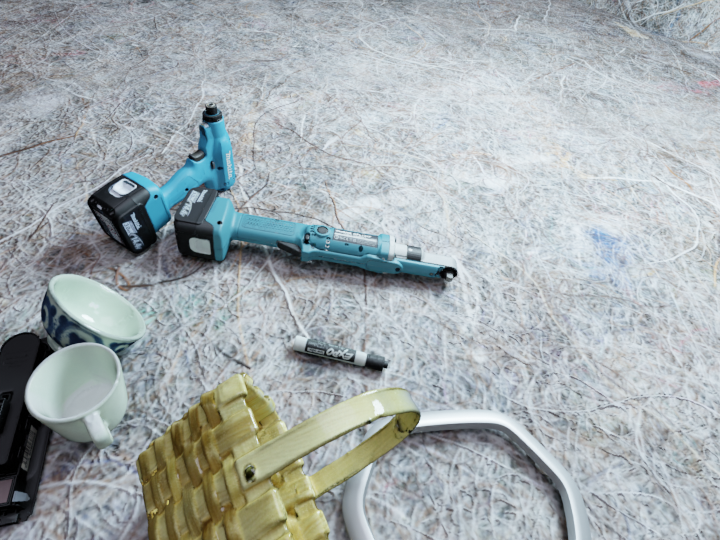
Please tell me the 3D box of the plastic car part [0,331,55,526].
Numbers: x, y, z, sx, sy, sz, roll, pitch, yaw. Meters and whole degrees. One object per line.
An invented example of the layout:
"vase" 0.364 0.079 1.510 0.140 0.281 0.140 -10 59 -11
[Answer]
"plastic car part" -0.367 0.147 0.441 0.065 0.065 0.212 -12 46 -10

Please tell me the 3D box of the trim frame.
"trim frame" 0.104 0.232 0.425 0.245 0.027 0.192 -2 45 -10

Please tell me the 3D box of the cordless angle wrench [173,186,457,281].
"cordless angle wrench" -0.063 -0.041 0.645 0.424 0.072 0.100 10 46 1

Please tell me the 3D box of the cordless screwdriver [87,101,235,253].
"cordless screwdriver" -0.298 -0.151 0.666 0.077 0.155 0.246 29 51 17
